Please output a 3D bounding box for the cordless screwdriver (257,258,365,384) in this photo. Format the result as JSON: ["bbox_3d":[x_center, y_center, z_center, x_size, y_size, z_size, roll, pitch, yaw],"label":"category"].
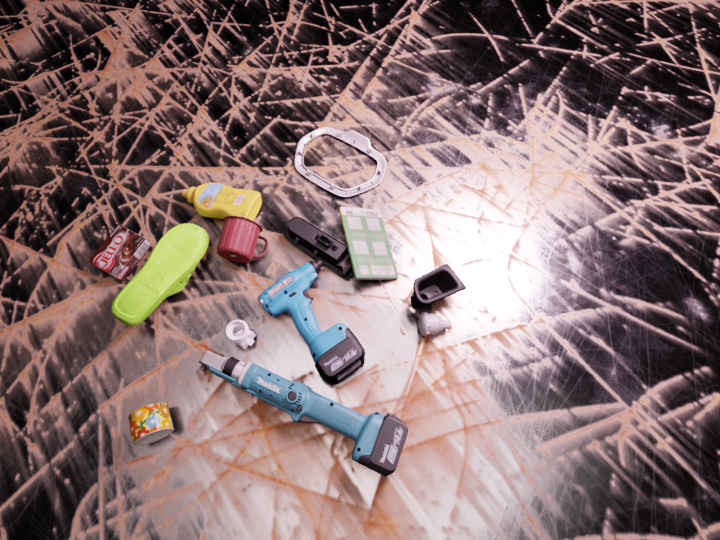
[{"bbox_3d":[-0.083,0.095,0.871,0.158,0.072,0.260,-38,64,-14],"label":"cordless screwdriver"}]

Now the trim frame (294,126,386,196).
[{"bbox_3d":[-0.054,-0.284,1.077,0.258,0.026,0.183,33,70,20],"label":"trim frame"}]

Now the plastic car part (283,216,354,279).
[{"bbox_3d":[-0.093,-0.061,0.955,0.211,0.064,0.066,31,77,20],"label":"plastic car part"}]

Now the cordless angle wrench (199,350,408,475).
[{"bbox_3d":[-0.125,0.245,0.803,0.436,0.072,0.098,20,67,16],"label":"cordless angle wrench"}]

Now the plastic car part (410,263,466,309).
[{"bbox_3d":[0.145,0.044,0.876,0.113,0.070,0.069,-22,65,-25],"label":"plastic car part"}]
